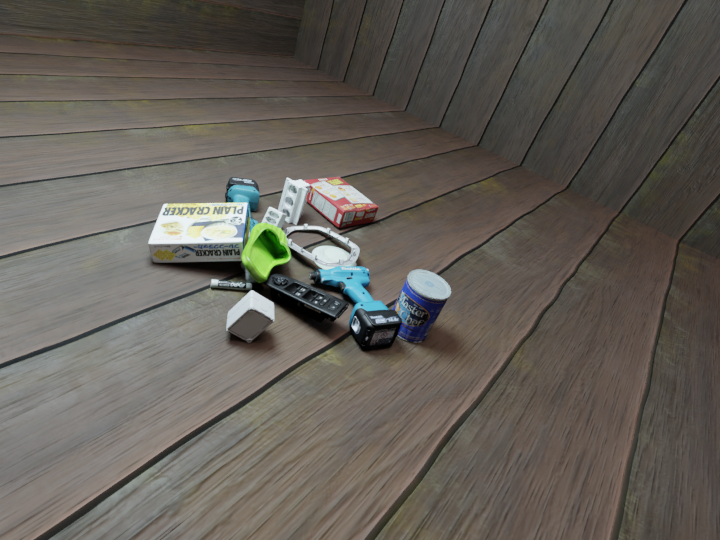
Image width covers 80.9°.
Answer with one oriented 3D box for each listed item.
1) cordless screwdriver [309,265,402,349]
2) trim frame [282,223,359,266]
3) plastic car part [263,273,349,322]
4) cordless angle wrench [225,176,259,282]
[{"bbox_3d":[-0.019,0.073,1.002,0.154,0.073,0.262,1,33,-24],"label":"cordless screwdriver"},{"bbox_3d":[-0.116,-0.076,1.181,0.262,0.027,0.178,31,39,32],"label":"trim frame"},{"bbox_3d":[-0.131,0.065,0.961,0.210,0.065,0.065,26,40,19],"label":"plastic car part"},{"bbox_3d":[-0.312,-0.116,1.147,0.095,0.073,0.443,3,38,-22],"label":"cordless angle wrench"}]
